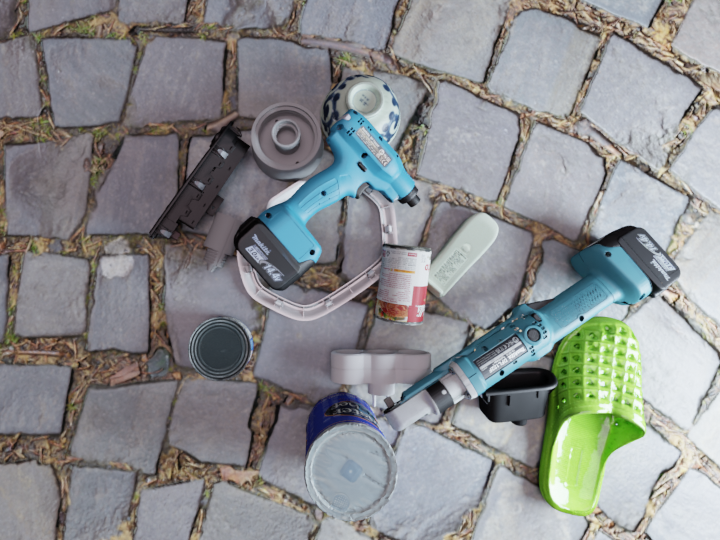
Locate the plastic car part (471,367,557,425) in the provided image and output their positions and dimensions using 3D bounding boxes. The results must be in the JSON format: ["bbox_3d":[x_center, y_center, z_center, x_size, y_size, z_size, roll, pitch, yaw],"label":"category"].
[{"bbox_3d":[0.212,0.178,0.583,0.116,0.067,0.070,0,101,-6],"label":"plastic car part"}]

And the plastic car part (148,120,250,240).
[{"bbox_3d":[-0.220,-0.122,0.600,0.066,0.067,0.203,30,85,-11],"label":"plastic car part"}]

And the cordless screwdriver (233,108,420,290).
[{"bbox_3d":[-0.041,-0.076,0.567,0.155,0.077,0.248,45,83,-16],"label":"cordless screwdriver"}]

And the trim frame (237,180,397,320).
[{"bbox_3d":[-0.060,-0.039,0.612,0.248,0.027,0.186,-33,85,-2],"label":"trim frame"}]

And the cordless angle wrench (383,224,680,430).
[{"bbox_3d":[0.215,0.084,0.554,0.419,0.073,0.100,-31,76,-9],"label":"cordless angle wrench"}]
